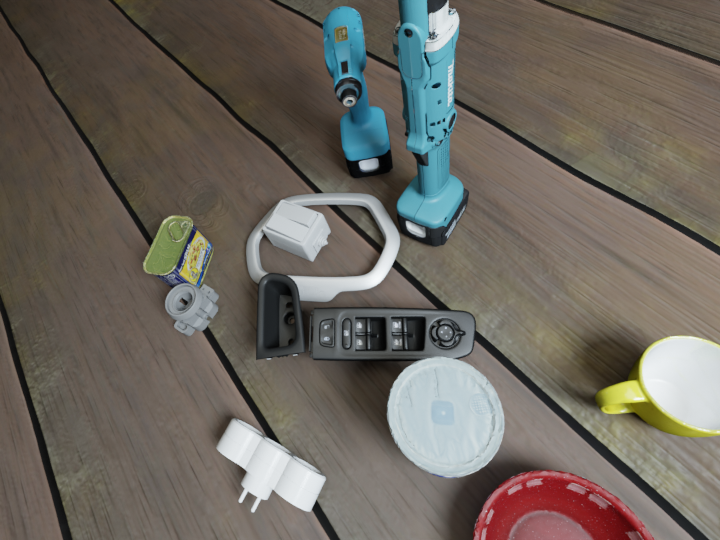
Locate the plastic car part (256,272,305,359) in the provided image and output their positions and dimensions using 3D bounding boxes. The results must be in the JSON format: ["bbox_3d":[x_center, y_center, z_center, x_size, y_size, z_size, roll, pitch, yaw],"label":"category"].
[{"bbox_3d":[-0.103,0.067,0.583,0.067,0.068,0.120,-11,61,8],"label":"plastic car part"}]

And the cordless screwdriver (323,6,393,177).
[{"bbox_3d":[-0.002,-0.224,0.612,0.075,0.238,0.164,-8,62,7],"label":"cordless screwdriver"}]

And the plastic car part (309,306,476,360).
[{"bbox_3d":[0.040,0.086,0.535,0.207,0.064,0.068,-3,62,14],"label":"plastic car part"}]

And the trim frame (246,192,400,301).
[{"bbox_3d":[-0.064,-0.042,0.655,0.255,0.026,0.187,1,63,16],"label":"trim frame"}]

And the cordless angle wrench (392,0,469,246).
[{"bbox_3d":[0.074,-0.168,0.463,0.078,0.405,0.098,27,72,22],"label":"cordless angle wrench"}]
